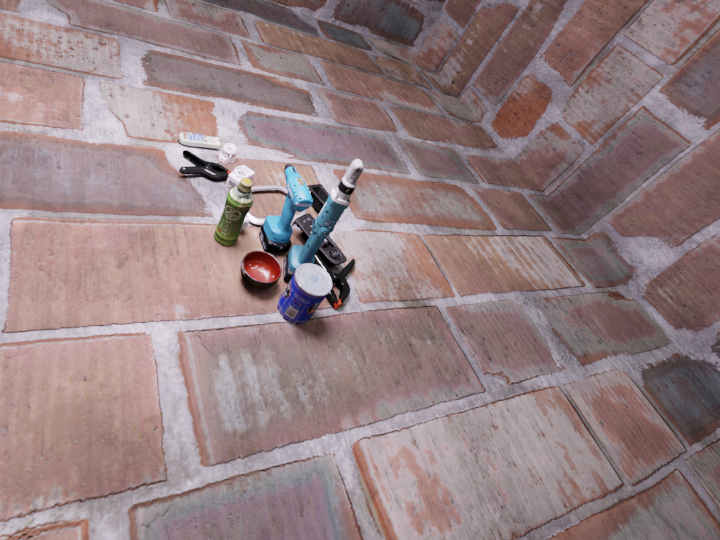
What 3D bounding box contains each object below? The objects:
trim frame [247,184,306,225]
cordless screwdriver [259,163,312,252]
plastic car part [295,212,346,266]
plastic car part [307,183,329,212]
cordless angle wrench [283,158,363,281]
[{"bbox_3d":[-0.291,-0.213,1.390,0.238,0.027,0.192,-12,56,-39],"label":"trim frame"},{"bbox_3d":[-0.223,-0.175,1.224,0.071,0.249,0.166,1,51,-34],"label":"cordless screwdriver"},{"bbox_3d":[-0.130,-0.085,1.330,0.209,0.067,0.064,46,42,15],"label":"plastic car part"},{"bbox_3d":[-0.142,-0.239,1.474,0.063,0.071,0.121,-13,58,-41],"label":"plastic car part"},{"bbox_3d":[-0.098,-0.119,1.111,0.072,0.423,0.101,15,45,-24],"label":"cordless angle wrench"}]
